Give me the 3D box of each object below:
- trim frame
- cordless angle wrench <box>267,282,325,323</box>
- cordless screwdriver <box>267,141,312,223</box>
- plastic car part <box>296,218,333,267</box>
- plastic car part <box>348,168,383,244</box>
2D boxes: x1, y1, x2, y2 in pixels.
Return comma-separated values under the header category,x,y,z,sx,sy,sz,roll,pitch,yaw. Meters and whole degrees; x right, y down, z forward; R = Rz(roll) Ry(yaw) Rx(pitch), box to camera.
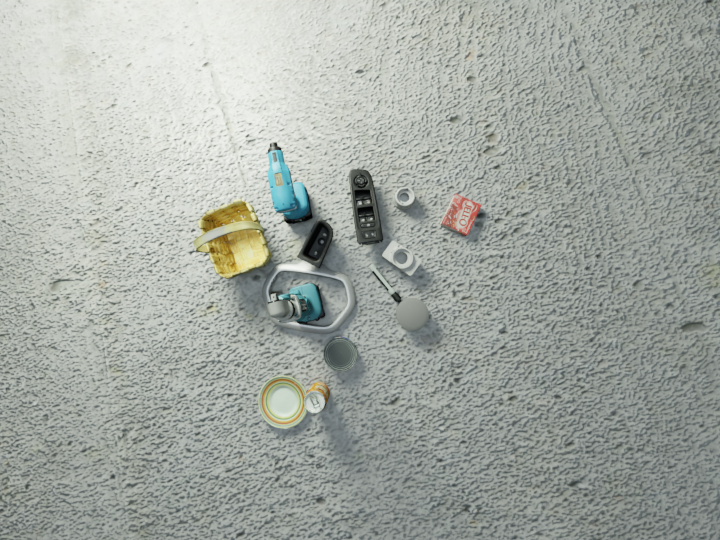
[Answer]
category,x,y,z,sx,sy,sz,roll,pitch,yaw
trim frame,-0.137,0.068,1.112,0.252,0.027,0.185,8,85,7
cordless angle wrench,-0.139,0.077,0.915,0.074,0.418,0.099,-14,87,0
cordless screwdriver,-0.178,-0.203,1.037,0.075,0.246,0.160,-12,86,1
plastic car part,-0.108,-0.071,1.103,0.067,0.070,0.116,26,87,5
plastic car part,0.011,-0.166,1.102,0.067,0.066,0.205,-9,83,3
